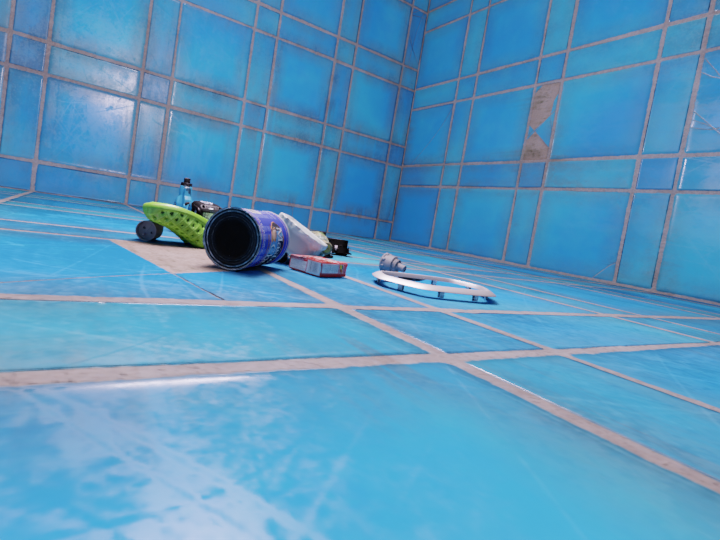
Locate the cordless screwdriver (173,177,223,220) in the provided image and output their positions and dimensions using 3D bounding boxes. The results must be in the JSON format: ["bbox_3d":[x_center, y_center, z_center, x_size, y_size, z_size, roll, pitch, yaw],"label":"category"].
[{"bbox_3d":[-0.448,-0.167,1.144,0.071,0.158,0.263,6,8,-40],"label":"cordless screwdriver"}]

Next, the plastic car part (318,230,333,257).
[{"bbox_3d":[-0.118,-0.077,1.211,0.063,0.071,0.123,3,5,-41],"label":"plastic car part"}]

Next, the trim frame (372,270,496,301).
[{"bbox_3d":[0.142,0.029,0.823,0.240,0.027,0.192,4,8,-23],"label":"trim frame"}]

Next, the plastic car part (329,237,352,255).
[{"bbox_3d":[-0.124,-0.084,1.330,0.203,0.067,0.066,12,-2,1],"label":"plastic car part"}]
